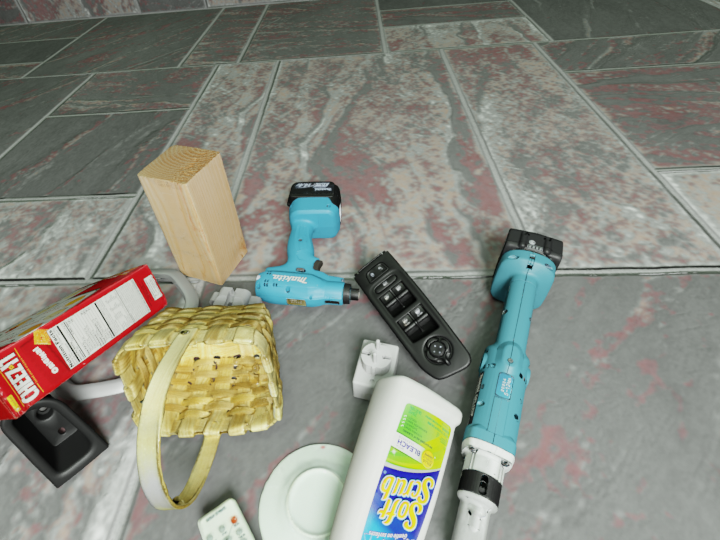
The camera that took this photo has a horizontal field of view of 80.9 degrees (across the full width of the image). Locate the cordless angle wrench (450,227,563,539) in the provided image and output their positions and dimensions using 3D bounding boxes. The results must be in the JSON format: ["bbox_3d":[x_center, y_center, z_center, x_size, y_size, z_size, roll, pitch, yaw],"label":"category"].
[{"bbox_3d":[0.174,0.121,0.512,0.077,0.094,0.424,17,53,15],"label":"cordless angle wrench"}]

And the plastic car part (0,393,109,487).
[{"bbox_3d":[-0.370,0.184,0.504,0.065,0.112,0.075,-39,30,-29],"label":"plastic car part"}]

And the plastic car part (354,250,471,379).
[{"bbox_3d":[0.071,0.067,0.589,0.066,0.063,0.214,-35,50,-3],"label":"plastic car part"}]

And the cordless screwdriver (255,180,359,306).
[{"bbox_3d":[-0.070,-0.046,0.716,0.162,0.071,0.254,3,49,8],"label":"cordless screwdriver"}]

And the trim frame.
[{"bbox_3d":[-0.359,0.087,0.649,0.190,0.026,0.250,12,50,16],"label":"trim frame"}]
